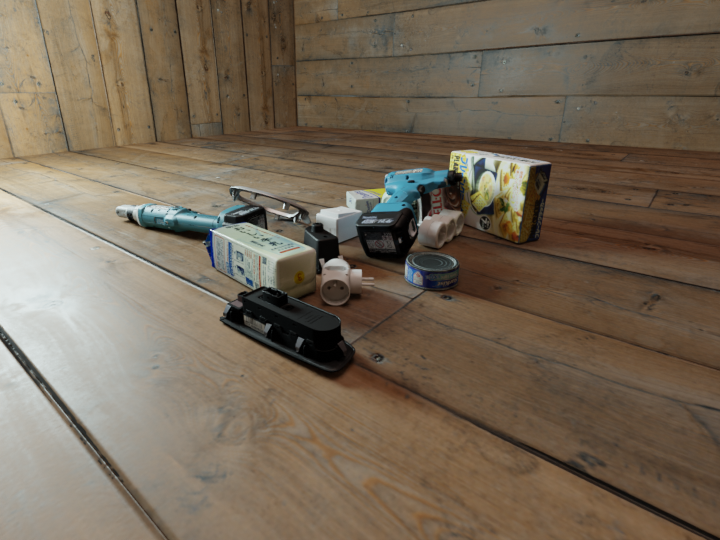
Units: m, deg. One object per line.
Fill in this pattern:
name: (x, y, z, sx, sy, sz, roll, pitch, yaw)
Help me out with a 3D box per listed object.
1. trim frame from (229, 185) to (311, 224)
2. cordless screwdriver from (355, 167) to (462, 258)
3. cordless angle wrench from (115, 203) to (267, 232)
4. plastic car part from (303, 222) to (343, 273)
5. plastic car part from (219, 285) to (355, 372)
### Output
trim frame: (-0.193, -0.137, 0.908, 0.180, 0.027, 0.254, 18, -5, -14)
cordless screwdriver: (0.098, -0.126, 0.820, 0.166, 0.071, 0.249, -1, 38, 28)
cordless angle wrench: (-0.398, -0.114, 0.931, 0.442, 0.073, 0.096, 9, 24, 27)
plastic car part: (-0.075, -0.049, 0.765, 0.064, 0.069, 0.123, -9, 27, -25)
plastic car part: (-0.092, 0.061, 0.530, 0.214, 0.066, 0.064, 21, 23, 35)
